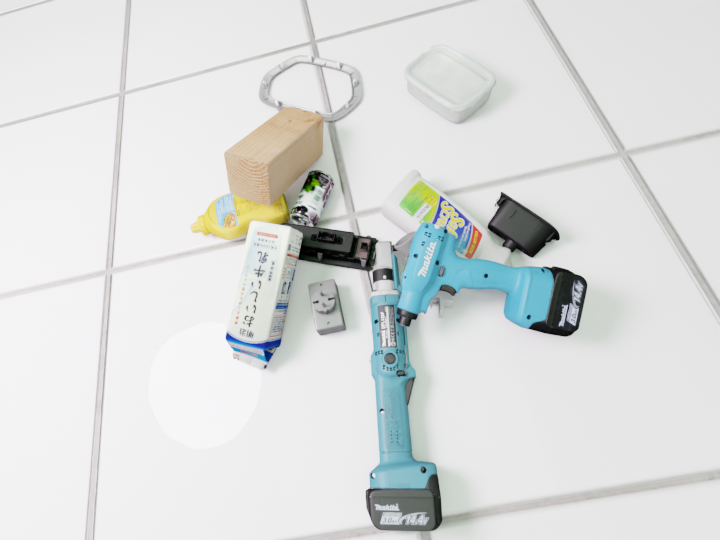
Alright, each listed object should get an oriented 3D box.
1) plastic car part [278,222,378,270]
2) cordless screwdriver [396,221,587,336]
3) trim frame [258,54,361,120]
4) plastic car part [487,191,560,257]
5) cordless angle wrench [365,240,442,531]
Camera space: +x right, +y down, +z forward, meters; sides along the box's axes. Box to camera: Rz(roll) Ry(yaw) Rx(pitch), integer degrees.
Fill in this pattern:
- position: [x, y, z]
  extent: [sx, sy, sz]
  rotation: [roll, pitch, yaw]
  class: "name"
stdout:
- position: [-0.075, -0.049, 0.765]
  extent: [0.209, 0.064, 0.067]
  rotation: [8, 75, 16]
  class: "plastic car part"
- position: [0.184, 0.038, 0.631]
  extent: [0.252, 0.073, 0.159]
  rotation: [18, 89, 6]
  class: "cordless screwdriver"
- position: [-0.115, -0.415, 0.955]
  extent: [0.257, 0.026, 0.184]
  rotation: [22, 73, 17]
  class: "trim frame"
- position: [0.264, -0.068, 0.713]
  extent: [0.121, 0.063, 0.071]
  rotation: [44, 94, 20]
  class: "plastic car part"
- position: [0.049, 0.143, 0.650]
  extent: [0.099, 0.071, 0.434]
  rotation: [-6, 63, 6]
  class: "cordless angle wrench"
